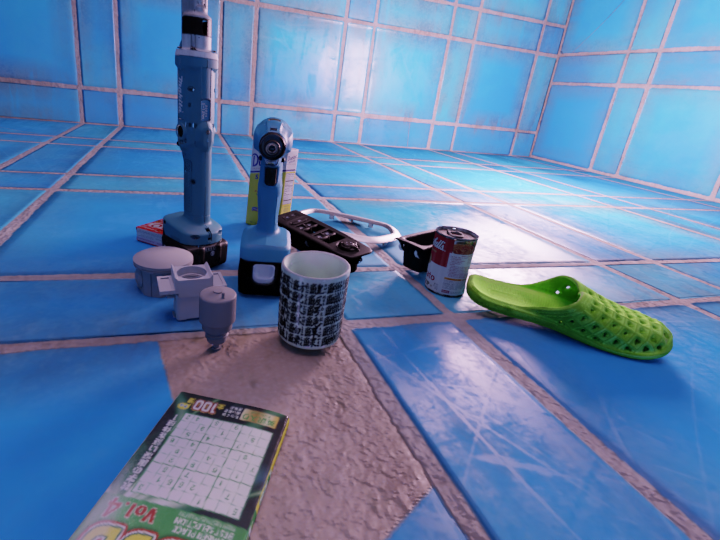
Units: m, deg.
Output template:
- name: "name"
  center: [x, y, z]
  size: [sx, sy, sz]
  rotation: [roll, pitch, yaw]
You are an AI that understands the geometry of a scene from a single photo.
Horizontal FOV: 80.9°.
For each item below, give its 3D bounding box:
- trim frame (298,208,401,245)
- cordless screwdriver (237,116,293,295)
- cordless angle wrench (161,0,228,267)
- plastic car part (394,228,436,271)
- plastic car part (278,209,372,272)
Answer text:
- name: "trim frame"
  center: [-0.034, -0.098, 0.938]
  size: [0.254, 0.027, 0.183]
  rotation: [11, 23, 11]
- name: "cordless screwdriver"
  center: [-0.128, -0.080, 0.586]
  size: [0.073, 0.244, 0.164]
  rotation: [4, 21, -12]
- name: "cordless angle wrench"
  center: [-0.247, -0.207, 0.632]
  size: [0.103, 0.416, 0.071]
  rotation: [23, 25, 34]
- name: "plastic car part"
  center: [0.120, -0.030, 0.763]
  size: [0.112, 0.070, 0.070]
  rotation: [-12, 29, -40]
- name: "plastic car part"
  center: [-0.074, -0.048, 0.757]
  size: [0.214, 0.066, 0.064]
  rotation: [24, 27, 35]
